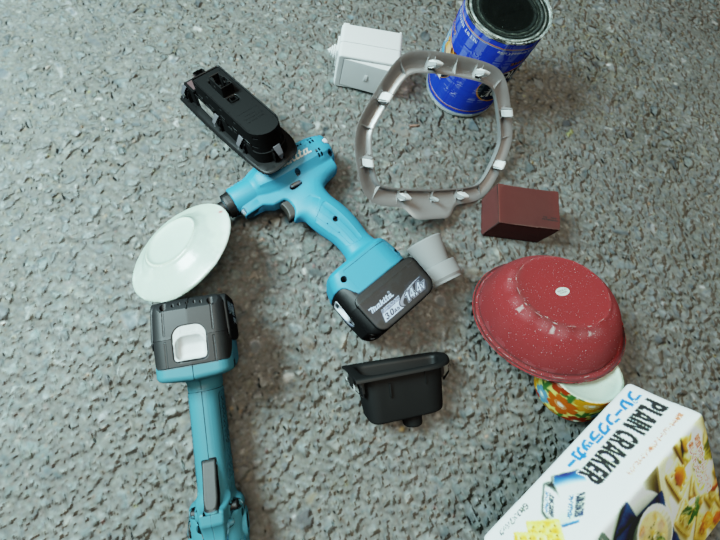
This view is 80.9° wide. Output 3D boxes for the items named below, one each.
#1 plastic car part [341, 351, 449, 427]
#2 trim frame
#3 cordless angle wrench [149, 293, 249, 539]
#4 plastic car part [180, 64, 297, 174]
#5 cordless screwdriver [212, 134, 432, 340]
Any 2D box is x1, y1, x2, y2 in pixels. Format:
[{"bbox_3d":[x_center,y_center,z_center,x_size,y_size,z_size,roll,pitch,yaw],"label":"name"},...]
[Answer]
[{"bbox_3d":[0.045,0.132,0.456,0.115,0.067,0.071,-4,90,-11],"label":"plastic car part"},{"bbox_3d":[0.097,-0.150,0.490,0.238,0.029,0.181,-7,115,-34],"label":"trim frame"},{"bbox_3d":[-0.132,0.238,0.395,0.073,0.098,0.429,-9,78,-11],"label":"cordless angle wrench"},{"bbox_3d":[-0.149,-0.194,0.508,0.065,0.065,0.212,-33,64,-23],"label":"plastic car part"},{"bbox_3d":[-0.048,-0.031,0.488,0.157,0.073,0.256,-33,75,-14],"label":"cordless screwdriver"}]
